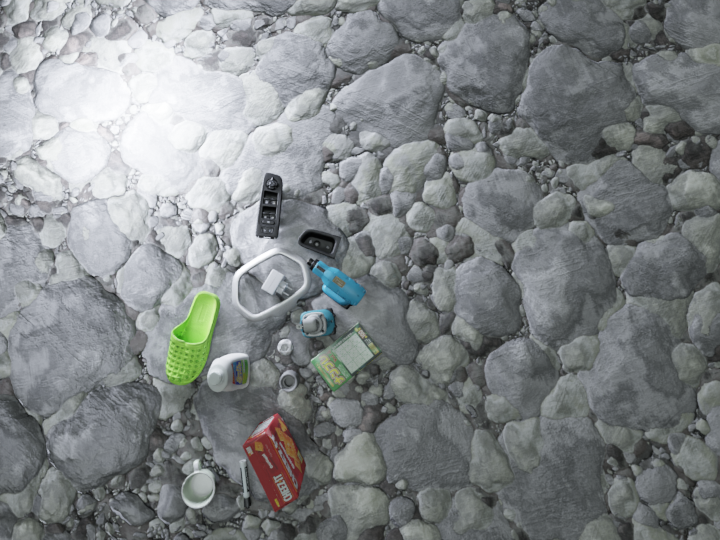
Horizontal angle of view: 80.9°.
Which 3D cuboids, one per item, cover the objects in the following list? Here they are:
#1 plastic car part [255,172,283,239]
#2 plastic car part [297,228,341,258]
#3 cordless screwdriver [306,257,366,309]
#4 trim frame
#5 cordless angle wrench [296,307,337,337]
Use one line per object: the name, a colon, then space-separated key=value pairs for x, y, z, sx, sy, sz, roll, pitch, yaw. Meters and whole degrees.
plastic car part: x=-0.266 y=-0.190 z=1.260 sx=0.066 sy=0.066 sz=0.205 roll=3 pitch=81 yaw=0
plastic car part: x=-0.120 y=-0.079 z=1.232 sx=0.118 sy=0.070 sz=0.066 roll=18 pitch=82 yaw=4
cordless screwdriver: x=-0.068 y=0.033 z=1.121 sx=0.161 sy=0.246 sz=0.074 roll=36 pitch=83 yaw=3
trim frame: x=-0.263 y=0.043 z=1.239 sx=0.248 sy=0.027 sz=0.187 roll=-32 pitch=80 yaw=-3
cordless angle wrench: x=-0.107 y=0.129 z=1.019 sx=0.098 sy=0.419 sz=0.075 roll=-7 pitch=84 yaw=-4
